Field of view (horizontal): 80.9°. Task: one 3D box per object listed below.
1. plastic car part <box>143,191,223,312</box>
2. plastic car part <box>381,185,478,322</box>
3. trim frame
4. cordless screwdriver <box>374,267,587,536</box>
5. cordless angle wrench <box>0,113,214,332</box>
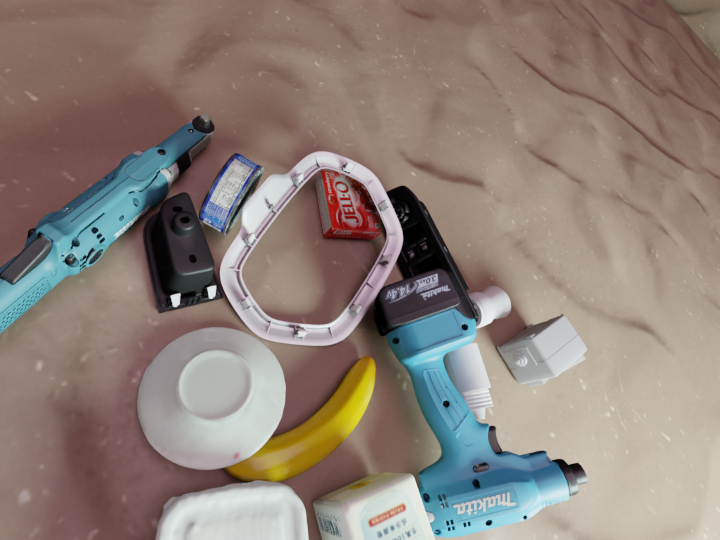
[{"bbox_3d":[-0.179,-0.027,0.423,0.063,0.072,0.119,-12,73,-33],"label":"plastic car part"},{"bbox_3d":[0.089,-0.022,0.552,0.064,0.067,0.208,-11,69,-45],"label":"plastic car part"},{"bbox_3d":[-0.048,-0.031,0.487,0.182,0.028,0.248,37,68,-6],"label":"trim frame"},{"bbox_3d":[0.112,0.122,0.443,0.159,0.072,0.256,-15,70,0],"label":"cordless screwdriver"},{"bbox_3d":[-0.262,-0.028,0.380,0.073,0.099,0.424,35,50,-9],"label":"cordless angle wrench"}]
